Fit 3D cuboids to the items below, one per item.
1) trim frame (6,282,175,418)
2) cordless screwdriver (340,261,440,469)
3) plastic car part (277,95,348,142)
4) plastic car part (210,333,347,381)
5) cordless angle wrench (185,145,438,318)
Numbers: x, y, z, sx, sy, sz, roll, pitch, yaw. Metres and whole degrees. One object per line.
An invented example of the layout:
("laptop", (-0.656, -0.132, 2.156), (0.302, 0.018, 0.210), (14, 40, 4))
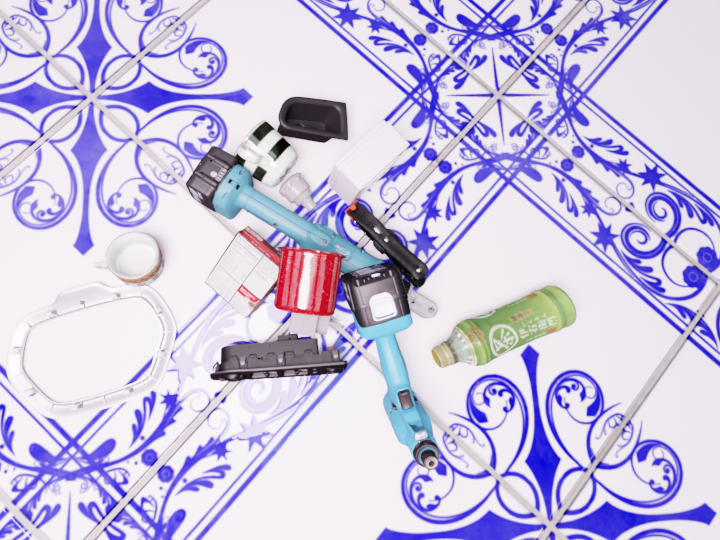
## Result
("trim frame", (-0.402, 0.115, 0.632), (0.247, 0.027, 0.187), (-16, 81, -5))
("cordless screwdriver", (0.045, 0.119, 0.561), (0.074, 0.162, 0.245), (-16, 99, -5))
("plastic car part", (-0.086, -0.239, 0.691), (0.113, 0.072, 0.067), (0, 81, -22))
("plastic car part", (-0.125, 0.131, 0.629), (0.201, 0.065, 0.068), (-8, 73, -5))
("cordless angle wrench", (-0.064, -0.042, 0.652), (0.422, 0.098, 0.074), (31, 76, -2))
